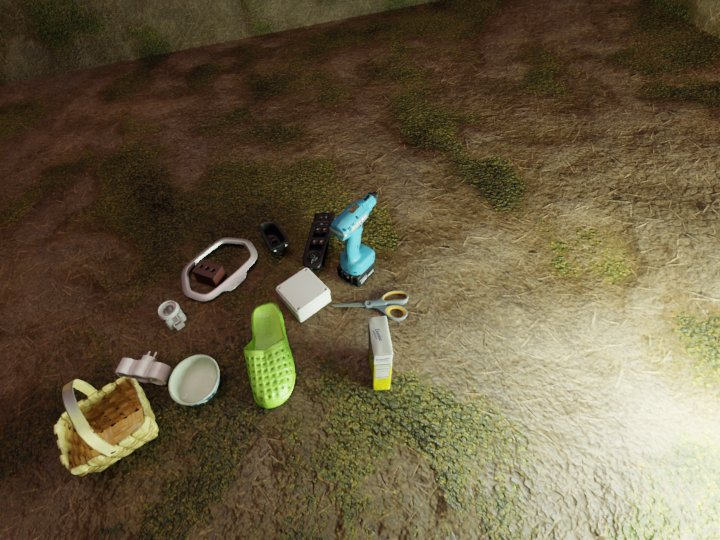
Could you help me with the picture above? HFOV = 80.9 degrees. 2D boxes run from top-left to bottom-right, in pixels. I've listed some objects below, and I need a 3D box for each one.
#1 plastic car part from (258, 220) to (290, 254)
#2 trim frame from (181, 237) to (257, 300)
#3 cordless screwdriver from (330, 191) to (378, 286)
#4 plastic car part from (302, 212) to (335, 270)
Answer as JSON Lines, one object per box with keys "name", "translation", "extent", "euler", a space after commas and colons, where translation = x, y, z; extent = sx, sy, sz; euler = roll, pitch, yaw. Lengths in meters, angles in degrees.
{"name": "plastic car part", "translation": [-0.259, -0.092, 1.273], "extent": [0.065, 0.068, 0.123], "euler": [-27, 52, -15]}
{"name": "trim frame", "translation": [-0.421, -0.008, 1.259], "extent": [0.194, 0.026, 0.246], "euler": [31, 62, 29]}
{"name": "cordless screwdriver", "translation": [-0.002, -0.082, 1.110], "extent": [0.078, 0.239, 0.158], "euler": [29, 60, 26]}
{"name": "plastic car part", "translation": [-0.121, -0.079, 1.242], "extent": [0.068, 0.064, 0.206], "euler": [4, 52, 11]}
